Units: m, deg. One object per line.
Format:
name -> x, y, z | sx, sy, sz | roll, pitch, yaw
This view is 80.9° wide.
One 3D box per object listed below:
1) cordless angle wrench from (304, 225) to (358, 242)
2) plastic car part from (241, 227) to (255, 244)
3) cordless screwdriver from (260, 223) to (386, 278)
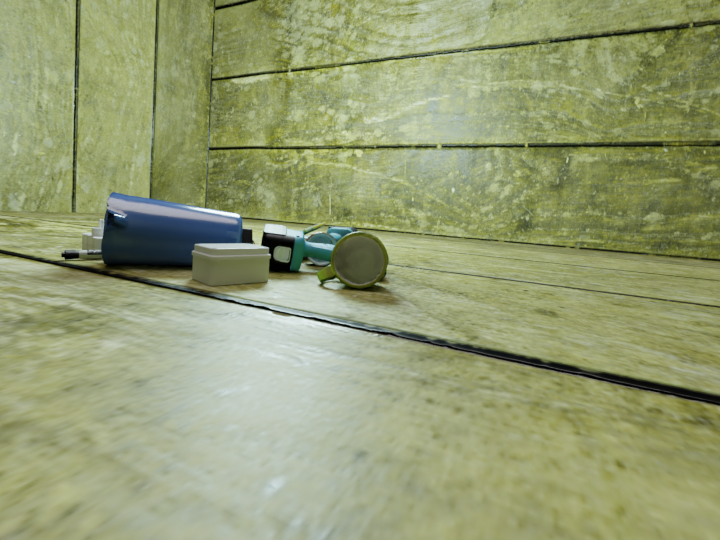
cordless angle wrench -> -0.112, -0.073, 1.145 | 0.101, 0.074, 0.412 | 6, 10, 17
plastic car part -> -0.337, -0.091, 1.130 | 0.115, 0.071, 0.066 | 1, -5, -6
cordless screwdriver -> -0.075, -0.029, 0.842 | 0.244, 0.073, 0.164 | 7, 16, -13
